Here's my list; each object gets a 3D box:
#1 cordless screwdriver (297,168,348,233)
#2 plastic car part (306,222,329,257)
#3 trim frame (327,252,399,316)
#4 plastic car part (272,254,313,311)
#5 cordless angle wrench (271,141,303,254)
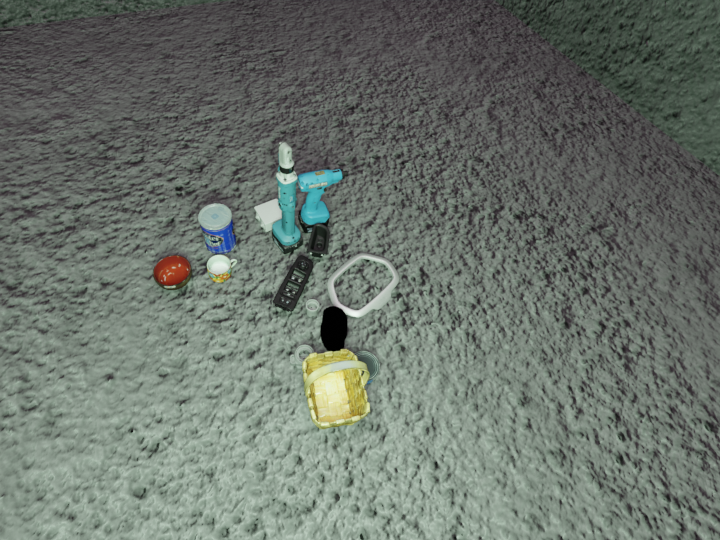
[{"bbox_3d":[-0.128,-0.232,1.383,0.156,0.243,0.077,-13,60,-16],"label":"cordless screwdriver"},{"bbox_3d":[-0.136,-0.089,1.388,0.066,0.069,0.119,8,55,-1],"label":"plastic car part"},{"bbox_3d":[0.009,0.042,1.330,0.192,0.027,0.245,39,61,21],"label":"trim frame"},{"bbox_3d":[-0.200,0.043,1.293,0.067,0.065,0.205,17,56,6],"label":"plastic car part"},{"bbox_3d":[-0.219,-0.206,1.255,0.073,0.413,0.102,-29,65,-25],"label":"cordless angle wrench"}]
